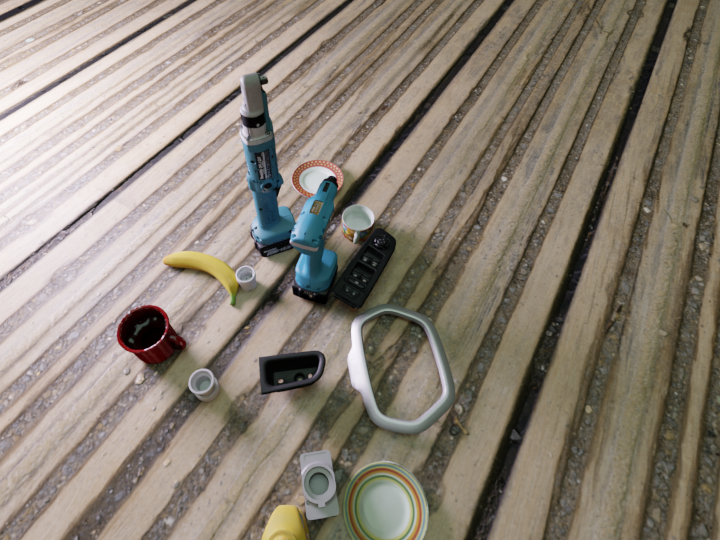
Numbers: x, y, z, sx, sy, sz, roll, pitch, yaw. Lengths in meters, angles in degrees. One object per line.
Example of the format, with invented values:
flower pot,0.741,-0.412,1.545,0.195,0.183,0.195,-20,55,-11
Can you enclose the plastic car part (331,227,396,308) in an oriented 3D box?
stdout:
plastic car part,0.014,-0.002,0.880,0.068,0.065,0.203,25,60,13

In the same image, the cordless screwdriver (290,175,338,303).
cordless screwdriver,-0.079,-0.052,0.808,0.075,0.242,0.161,16,58,5

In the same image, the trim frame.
trim frame,0.070,0.173,0.787,0.183,0.027,0.258,-9,57,-5

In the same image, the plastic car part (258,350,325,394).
plastic car part,-0.118,0.187,0.755,0.116,0.069,0.068,-7,58,-6

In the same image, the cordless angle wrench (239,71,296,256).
cordless angle wrench,-0.179,-0.175,0.789,0.096,0.412,0.077,-18,61,-15
